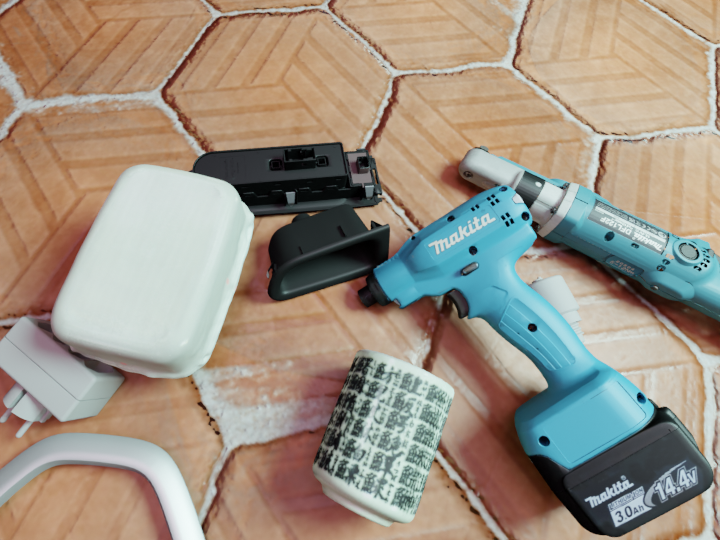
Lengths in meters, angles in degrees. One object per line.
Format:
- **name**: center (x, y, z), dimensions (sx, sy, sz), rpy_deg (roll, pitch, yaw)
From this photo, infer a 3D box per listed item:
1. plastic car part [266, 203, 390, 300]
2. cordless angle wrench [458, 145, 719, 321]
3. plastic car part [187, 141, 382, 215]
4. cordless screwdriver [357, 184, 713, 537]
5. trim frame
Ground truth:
- **plastic car part**: center (-0.039, -0.025, 0.397), dimensions (0.115, 0.063, 0.074), rpy_deg (-16, 54, -7)
- **cordless angle wrench**: center (0.288, -0.007, 0.395), dimensions (0.434, 0.072, 0.098), rpy_deg (31, 68, 13)
- **plastic car part**: center (-0.079, -0.093, 0.422), dimensions (0.202, 0.066, 0.068), rpy_deg (-7, 75, -3)
- **cordless screwdriver**: center (0.117, 0.069, 0.342), dimensions (0.161, 0.071, 0.256), rpy_deg (-34, 72, 12)
- **trim frame**: center (-0.191, 0.239, 0.287), dimensions (0.181, 0.027, 0.256), rpy_deg (-24, 71, -13)
